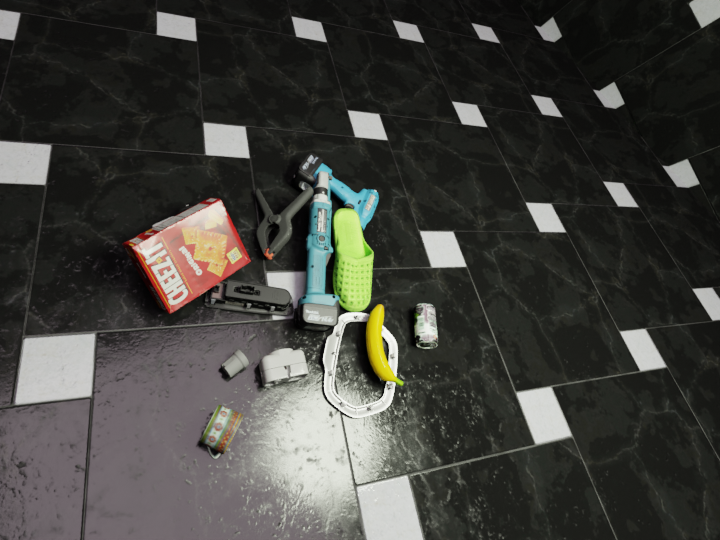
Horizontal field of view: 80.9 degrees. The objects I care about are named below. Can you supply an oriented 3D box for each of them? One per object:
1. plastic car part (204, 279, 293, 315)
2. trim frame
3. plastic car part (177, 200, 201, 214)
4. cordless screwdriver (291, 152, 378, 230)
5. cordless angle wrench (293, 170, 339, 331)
[{"bbox_3d":[-0.244,0.056,0.962,0.197,0.067,0.068,12,50,-18],"label":"plastic car part"},{"bbox_3d":[0.001,0.211,0.979,0.181,0.027,0.253,18,57,-9],"label":"trim frame"},{"bbox_3d":[-0.372,-0.123,1.001,0.111,0.067,0.073,52,13,-31],"label":"plastic car part"},{"bbox_3d":[-0.075,-0.210,1.183,0.246,0.075,0.160,29,56,-7],"label":"cordless screwdriver"},{"bbox_3d":[-0.102,-0.067,1.047,0.095,0.075,0.433,8,65,-18],"label":"cordless angle wrench"}]
